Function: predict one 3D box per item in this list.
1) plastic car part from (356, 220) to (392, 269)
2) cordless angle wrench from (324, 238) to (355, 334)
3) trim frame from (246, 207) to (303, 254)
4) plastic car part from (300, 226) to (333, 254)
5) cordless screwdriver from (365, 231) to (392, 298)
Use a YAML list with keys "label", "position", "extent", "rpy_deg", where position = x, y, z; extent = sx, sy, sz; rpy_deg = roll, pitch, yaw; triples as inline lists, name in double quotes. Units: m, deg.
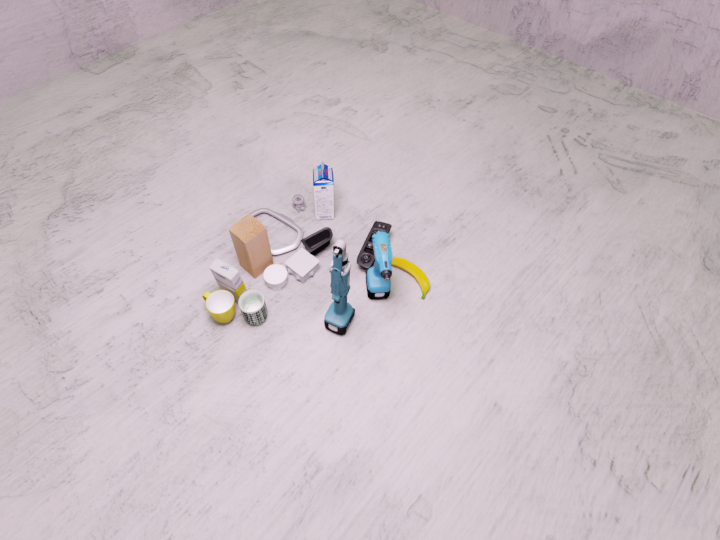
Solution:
- label: "plastic car part"
  position: [0.044, -0.082, 1.491]
  extent: [0.068, 0.065, 0.203]
  rpy_deg: [20, 57, 13]
- label: "cordless angle wrench"
  position: [-0.058, 0.047, 1.191]
  extent: [0.076, 0.410, 0.098]
  rpy_deg: [22, 57, 12]
- label: "trim frame"
  position: [-0.331, -0.148, 1.577]
  extent: [0.258, 0.027, 0.183]
  rpy_deg: [29, 60, 21]
- label: "plastic car part"
  position: [-0.147, -0.096, 1.507]
  extent: [0.115, 0.069, 0.069]
  rpy_deg: [-30, 60, -19]
- label: "cordless screwdriver"
  position: [0.063, 0.014, 1.314]
  extent: [0.074, 0.241, 0.164]
  rpy_deg: [-3, 55, -4]
